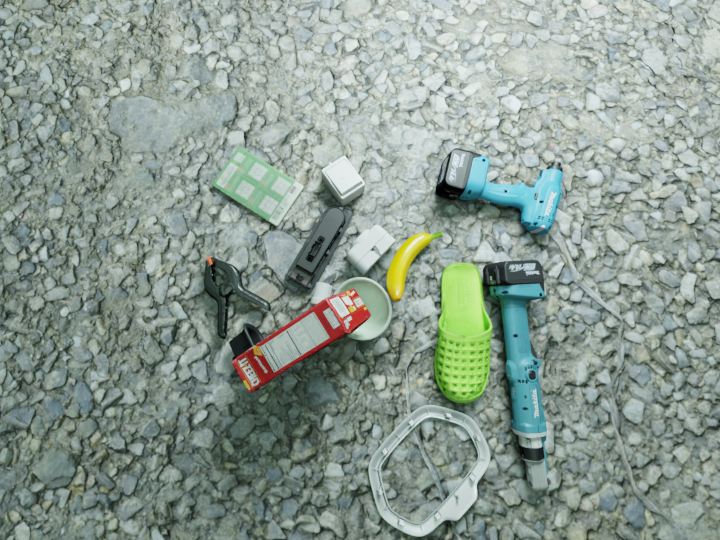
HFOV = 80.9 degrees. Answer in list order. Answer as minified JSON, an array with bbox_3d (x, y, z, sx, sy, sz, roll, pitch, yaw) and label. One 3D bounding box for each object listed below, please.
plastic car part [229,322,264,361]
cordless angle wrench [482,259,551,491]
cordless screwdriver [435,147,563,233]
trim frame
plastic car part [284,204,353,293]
[{"bbox_3d":[-0.221,0.172,0.847,0.071,0.064,0.119,-37,77,8],"label":"plastic car part"},{"bbox_3d":[0.311,0.194,0.806,0.096,0.075,0.427,-1,82,-15],"label":"cordless angle wrench"},{"bbox_3d":[0.297,-0.190,0.888,0.250,0.074,0.160,21,80,2],"label":"cordless screwdriver"},{"bbox_3d":[0.131,0.375,0.800,0.247,0.027,0.187,-44,81,-8],"label":"trim frame"},{"bbox_3d":[-0.087,-0.057,0.885,0.068,0.065,0.203,28,78,12],"label":"plastic car part"}]
